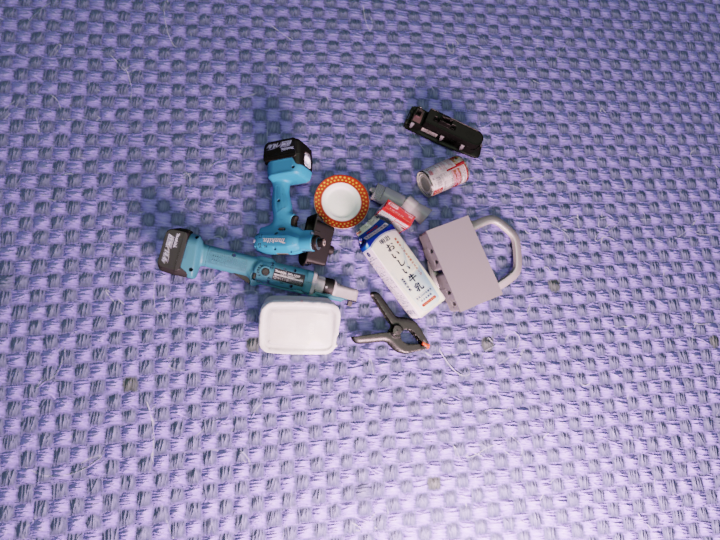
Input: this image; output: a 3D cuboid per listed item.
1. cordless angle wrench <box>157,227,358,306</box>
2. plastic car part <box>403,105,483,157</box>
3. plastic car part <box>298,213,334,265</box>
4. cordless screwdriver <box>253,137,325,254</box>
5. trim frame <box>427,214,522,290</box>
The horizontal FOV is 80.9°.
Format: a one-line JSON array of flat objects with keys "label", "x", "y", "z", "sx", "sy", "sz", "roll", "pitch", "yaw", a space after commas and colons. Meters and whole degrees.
[{"label": "cordless angle wrench", "x": -0.207, "y": 0.004, "z": 0.906, "sx": 0.417, "sy": 0.075, "sz": 0.098, "roll": 14, "pitch": 86, "yaw": -8}, {"label": "plastic car part", "x": 0.214, "y": -0.344, "z": 1.028, "sx": 0.201, "sy": 0.067, "sz": 0.067, "roll": 26, "pitch": 71, "yaw": -5}, {"label": "plastic car part", "x": -0.092, "y": -0.060, "z": 0.941, "sx": 0.068, "sy": 0.068, "sz": 0.117, "roll": 12, "pitch": 82, "yaw": -22}, {"label": "cordless screwdriver", "x": -0.143, "y": -0.157, "z": 0.912, "sx": 0.165, "sy": 0.071, "sz": 0.251, "roll": 0, "pitch": 80, "yaw": 23}, {"label": "trim frame", "x": 0.271, "y": -0.029, "z": 0.994, "sx": 0.246, "sy": 0.027, "sz": 0.185, "roll": -30, "pitch": 86, "yaw": -10}]
